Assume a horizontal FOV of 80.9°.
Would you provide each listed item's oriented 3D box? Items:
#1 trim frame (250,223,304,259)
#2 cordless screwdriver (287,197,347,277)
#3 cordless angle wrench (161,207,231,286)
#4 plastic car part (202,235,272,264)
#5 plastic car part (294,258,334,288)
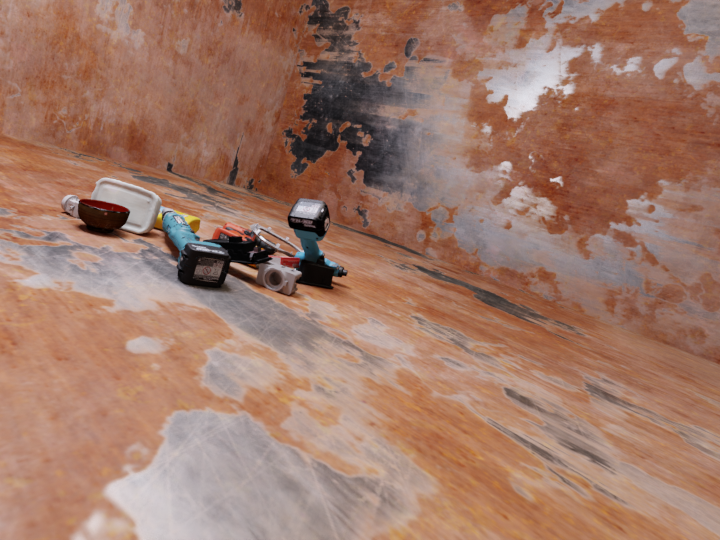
[{"bbox_3d":[-0.239,-0.081,1.322,0.236,0.027,0.194,32,10,-33],"label":"trim frame"},{"bbox_3d":[-0.111,-0.073,1.139,0.163,0.241,0.075,15,50,12],"label":"cordless screwdriver"},{"bbox_3d":[-0.422,-0.083,1.006,0.093,0.074,0.447,10,15,-38],"label":"cordless angle wrench"},{"bbox_3d":[-0.310,-0.048,1.005,0.212,0.066,0.065,1,18,30],"label":"plastic car part"},{"bbox_3d":[-0.121,0.003,1.126,0.112,0.070,0.069,10,12,-24],"label":"plastic car part"}]
